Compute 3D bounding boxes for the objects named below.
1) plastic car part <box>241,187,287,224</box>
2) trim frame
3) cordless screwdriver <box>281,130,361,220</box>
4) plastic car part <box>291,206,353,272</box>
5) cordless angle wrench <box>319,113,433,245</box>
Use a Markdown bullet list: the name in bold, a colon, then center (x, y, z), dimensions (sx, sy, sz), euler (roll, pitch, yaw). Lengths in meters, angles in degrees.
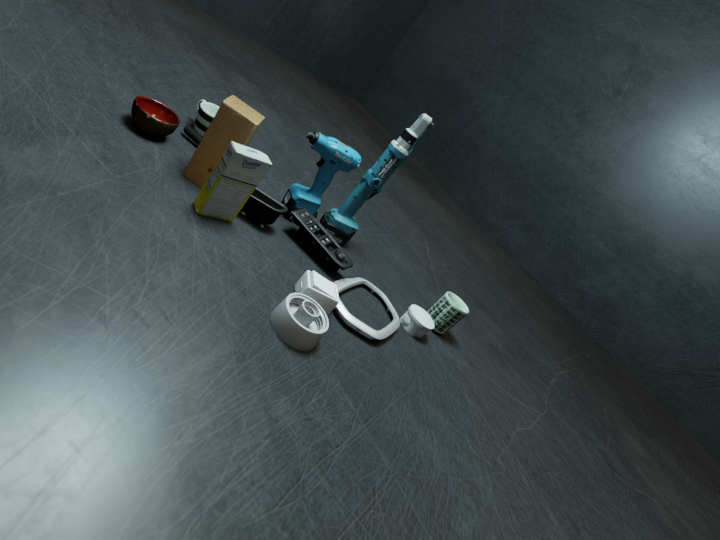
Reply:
- **plastic car part**: center (-0.243, -0.150, 1.021), dimensions (0.114, 0.071, 0.067), euler (35, 25, -11)
- **trim frame**: center (0.012, 0.084, 1.027), dimensions (0.189, 0.028, 0.241), euler (45, 25, 13)
- **cordless screwdriver**: center (-0.130, -0.244, 1.123), dimensions (0.151, 0.250, 0.078), euler (24, 30, -33)
- **plastic car part**: center (-0.105, -0.069, 1.079), dimensions (0.207, 0.067, 0.064), euler (45, 25, 11)
- **cordless angle wrench**: center (0.040, -0.249, 1.155), dimensions (0.094, 0.425, 0.077), euler (30, 27, -24)
